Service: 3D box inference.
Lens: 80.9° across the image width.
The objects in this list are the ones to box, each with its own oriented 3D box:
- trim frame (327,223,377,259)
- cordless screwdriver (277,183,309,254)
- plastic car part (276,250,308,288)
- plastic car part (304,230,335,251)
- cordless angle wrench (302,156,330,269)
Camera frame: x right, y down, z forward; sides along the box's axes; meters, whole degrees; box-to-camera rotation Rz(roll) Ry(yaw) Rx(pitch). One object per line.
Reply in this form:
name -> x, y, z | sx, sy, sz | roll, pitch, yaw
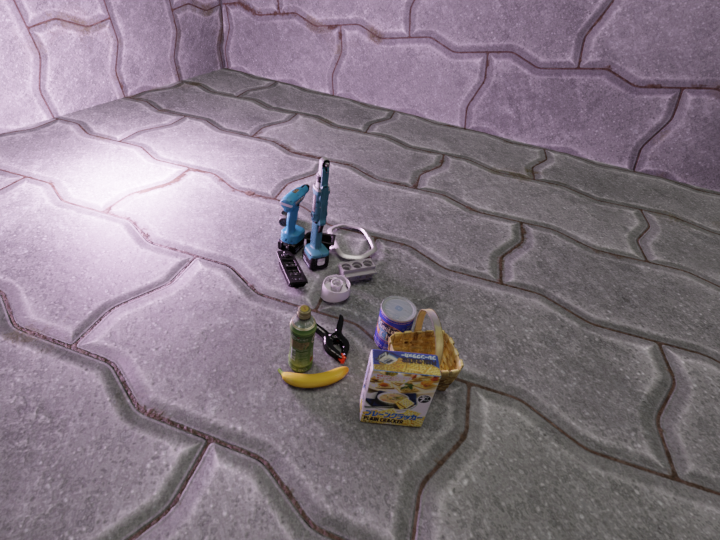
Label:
trim frame -> -0.039, -0.116, 1.668 | 0.180, 0.027, 0.261 | -8, 40, -16
cordless screwdriver -> -0.240, -0.193, 1.567 | 0.077, 0.243, 0.158 | 21, 39, 14
plastic car part -> -0.243, 0.000, 1.467 | 0.064, 0.065, 0.214 | -10, 41, -21
plastic car part -> -0.157, -0.103, 1.603 | 0.117, 0.069, 0.067 | 8, 38, 2
cordless angle wrench -> -0.140, -0.189, 1.438 | 0.072, 0.413, 0.103 | -11, 42, -25
